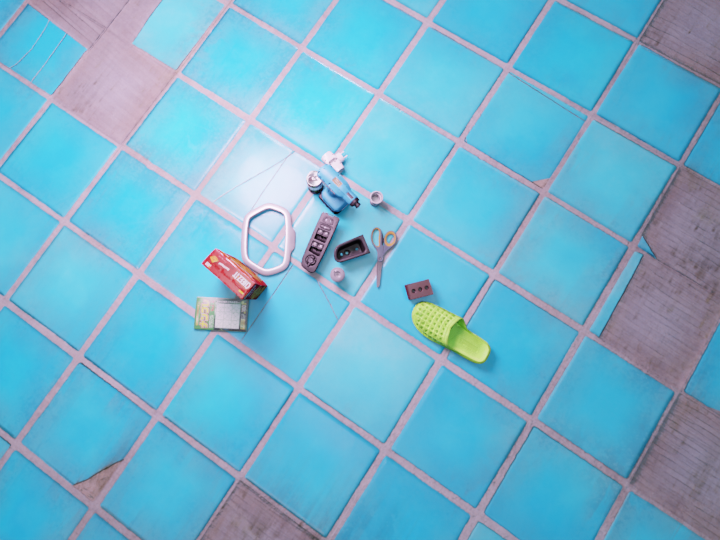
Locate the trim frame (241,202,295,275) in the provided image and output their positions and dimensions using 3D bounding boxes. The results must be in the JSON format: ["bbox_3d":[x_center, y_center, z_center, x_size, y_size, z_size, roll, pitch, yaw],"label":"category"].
[{"bbox_3d":[-0.314,-0.107,1.438,0.185,0.027,0.250,0,82,2],"label":"trim frame"}]

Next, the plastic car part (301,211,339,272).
[{"bbox_3d":[-0.138,-0.090,1.409,0.067,0.066,0.203,24,83,2],"label":"plastic car part"}]

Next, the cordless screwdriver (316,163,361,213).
[{"bbox_3d":[-0.065,-0.235,1.337,0.074,0.247,0.161,-43,87,-6],"label":"cordless screwdriver"}]

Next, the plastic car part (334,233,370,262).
[{"bbox_3d":[-0.036,-0.065,1.400,0.116,0.070,0.067,-21,84,-2],"label":"plastic car part"}]
